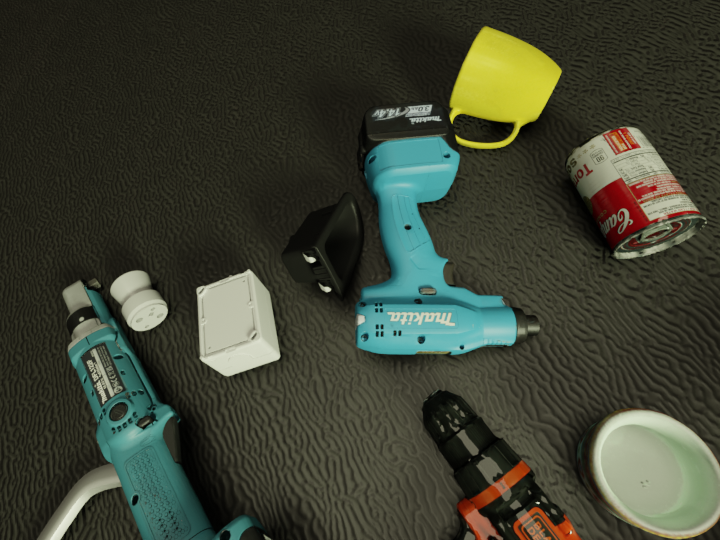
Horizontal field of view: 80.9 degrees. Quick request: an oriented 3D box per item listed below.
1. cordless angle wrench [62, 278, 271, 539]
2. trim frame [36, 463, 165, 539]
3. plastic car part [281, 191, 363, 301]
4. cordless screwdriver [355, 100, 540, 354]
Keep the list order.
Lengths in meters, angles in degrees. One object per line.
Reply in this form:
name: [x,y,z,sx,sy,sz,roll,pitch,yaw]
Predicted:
cordless angle wrench: [-0.210,0.141,0.394,0.096,0.071,0.446,-36,54,-20]
trim frame: [-0.202,0.294,0.355,0.184,0.026,0.260,-33,60,-1]
plastic car part: [-0.043,-0.028,0.438,0.073,0.063,0.118,-11,34,22]
cordless screwdriver: [0.073,-0.045,0.414,0.160,0.072,0.254,-1,68,1]
